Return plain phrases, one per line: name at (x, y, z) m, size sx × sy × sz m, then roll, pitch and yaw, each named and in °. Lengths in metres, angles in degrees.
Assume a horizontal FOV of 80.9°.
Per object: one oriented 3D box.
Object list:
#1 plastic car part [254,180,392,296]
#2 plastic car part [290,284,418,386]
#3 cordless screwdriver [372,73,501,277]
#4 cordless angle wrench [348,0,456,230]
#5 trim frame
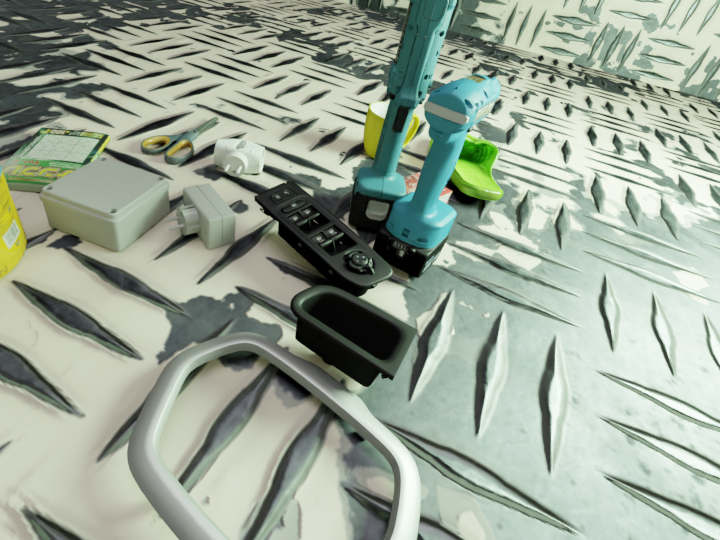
plastic car part at (-0.052, -0.034, 0.535) m, size 0.064 × 0.066 × 0.213 m, roll -26°, pitch 52°, yaw -39°
plastic car part at (-0.016, 0.069, 0.416) m, size 0.120 × 0.069 × 0.065 m, roll 26°, pitch 40°, yaw 16°
cordless screwdriver at (0.103, -0.121, 0.538) m, size 0.077 × 0.244 × 0.156 m, roll 31°, pitch 41°, yaw 18°
cordless angle wrench at (0.063, -0.241, 0.538) m, size 0.074 × 0.415 × 0.100 m, roll 12°, pitch 38°, yaw -5°
trim frame at (-0.068, 0.144, 0.345) m, size 0.259 × 0.027 × 0.180 m, roll 30°, pitch 42°, yaw 21°
